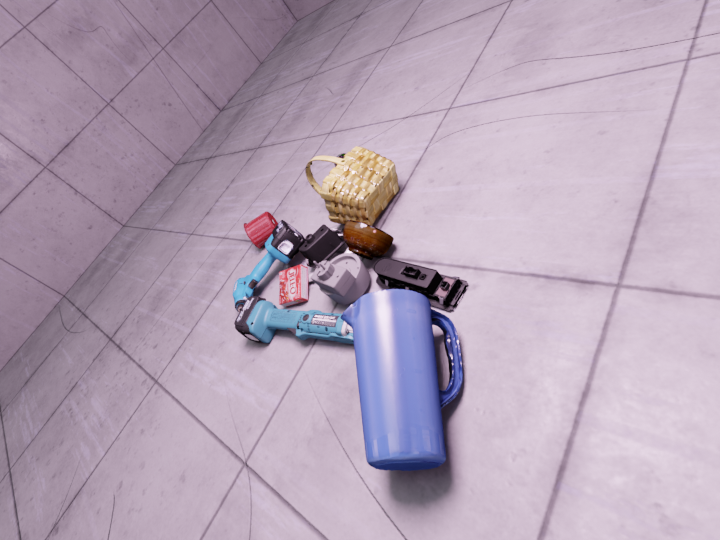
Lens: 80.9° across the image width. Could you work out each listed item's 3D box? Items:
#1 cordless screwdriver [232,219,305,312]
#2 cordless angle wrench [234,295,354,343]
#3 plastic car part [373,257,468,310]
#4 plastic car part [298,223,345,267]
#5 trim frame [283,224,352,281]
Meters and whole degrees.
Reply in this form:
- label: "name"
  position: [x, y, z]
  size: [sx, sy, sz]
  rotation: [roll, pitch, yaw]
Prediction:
- label: "cordless screwdriver"
  position: [-0.246, -0.007, 1.097]
  size: [0.249, 0.072, 0.164]
  rotation: [-49, 22, 10]
- label: "cordless angle wrench"
  position: [-0.103, 0.115, 0.895]
  size: [0.443, 0.070, 0.098]
  rotation: [-1, 54, 40]
- label: "plastic car part"
  position: [0.096, 0.016, 0.813]
  size: [0.214, 0.063, 0.066]
  rotation: [15, 72, 52]
- label: "plastic car part"
  position: [-0.100, -0.066, 1.026]
  size: [0.116, 0.067, 0.069]
  rotation: [-41, 34, -1]
- label: "trim frame"
  position: [-0.102, -0.047, 1.081]
  size: [0.257, 0.026, 0.188]
  rotation: [-18, 45, 32]
